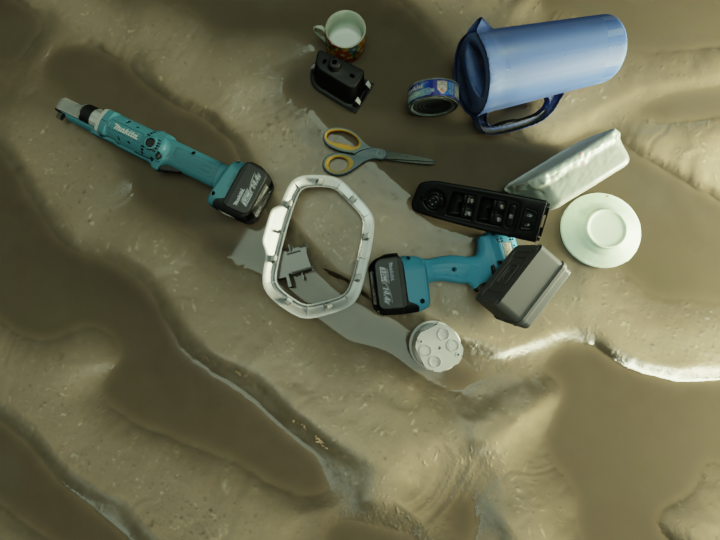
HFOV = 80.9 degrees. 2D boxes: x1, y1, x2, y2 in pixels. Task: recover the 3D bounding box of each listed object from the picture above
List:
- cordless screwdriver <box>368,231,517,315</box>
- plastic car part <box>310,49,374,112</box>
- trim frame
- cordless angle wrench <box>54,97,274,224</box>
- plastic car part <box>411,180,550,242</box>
[{"bbox_3d":[0.144,0.029,0.686,0.248,0.074,0.161,-11,83,-3],"label":"cordless screwdriver"},{"bbox_3d":[-0.039,-0.343,0.743,0.117,0.070,0.066,31,84,1],"label":"plastic car part"},{"bbox_3d":[-0.068,-0.044,0.695,0.180,0.028,0.251,17,75,-12],"label":"trim frame"},{"bbox_3d":[-0.357,-0.212,0.743,0.430,0.073,0.098,26,84,8],"label":"cordless angle wrench"},{"bbox_3d":[0.188,-0.108,0.684,0.210,0.066,0.064,14,124,19],"label":"plastic car part"}]
